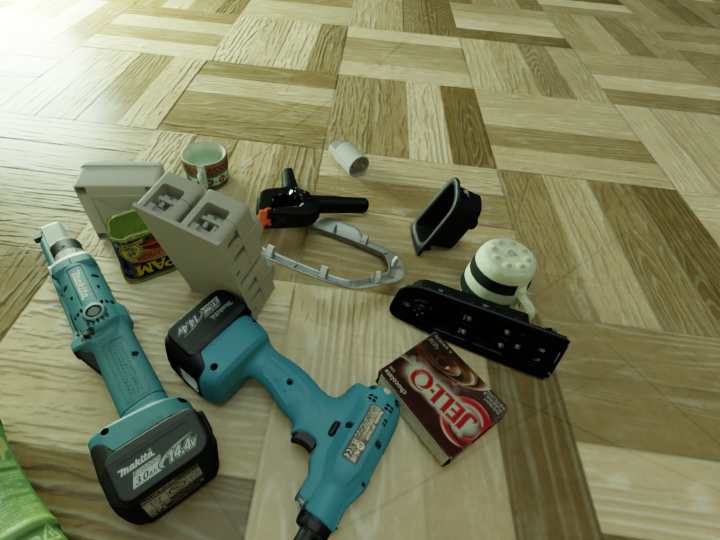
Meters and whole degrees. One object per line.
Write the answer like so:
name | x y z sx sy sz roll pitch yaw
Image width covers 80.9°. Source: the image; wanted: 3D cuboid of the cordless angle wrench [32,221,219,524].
cordless angle wrench | -0.301 0.065 0.490 0.096 0.072 0.445 -29 54 -27

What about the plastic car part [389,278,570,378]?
plastic car part | 0.141 0.058 0.530 0.207 0.065 0.067 17 39 11

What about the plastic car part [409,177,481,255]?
plastic car part | 0.136 -0.075 0.627 0.068 0.117 0.068 18 44 -25

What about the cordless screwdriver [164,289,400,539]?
cordless screwdriver | -0.098 0.138 0.435 0.257 0.073 0.158 29 52 15

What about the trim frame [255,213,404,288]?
trim frame | -0.058 -0.038 0.593 0.256 0.027 0.181 19 25 15
